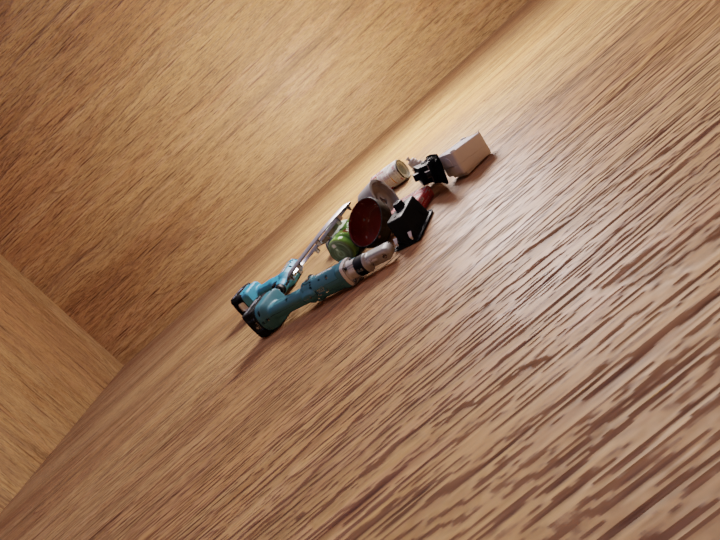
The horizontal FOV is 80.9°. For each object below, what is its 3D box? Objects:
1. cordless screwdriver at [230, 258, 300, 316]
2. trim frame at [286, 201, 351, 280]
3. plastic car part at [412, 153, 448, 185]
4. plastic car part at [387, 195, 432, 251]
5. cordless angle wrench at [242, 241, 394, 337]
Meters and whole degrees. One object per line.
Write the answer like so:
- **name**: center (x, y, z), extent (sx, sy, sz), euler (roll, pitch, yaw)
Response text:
- **cordless screwdriver**: center (-0.290, 0.065, 1.278), extent (0.254, 0.072, 0.160), euler (-29, 20, 28)
- **trim frame**: center (-0.097, -0.063, 0.987), extent (0.249, 0.027, 0.183), euler (-51, 4, 24)
- **plastic car part**: center (0.152, -0.220, 0.953), extent (0.068, 0.065, 0.203), euler (-30, 11, 14)
- **plastic car part**: center (0.090, -0.103, 0.829), extent (0.068, 0.069, 0.117), euler (-28, 24, 43)
- **cordless angle wrench**: center (-0.097, 0.039, 0.909), extent (0.434, 0.072, 0.098), euler (-27, 21, 37)
